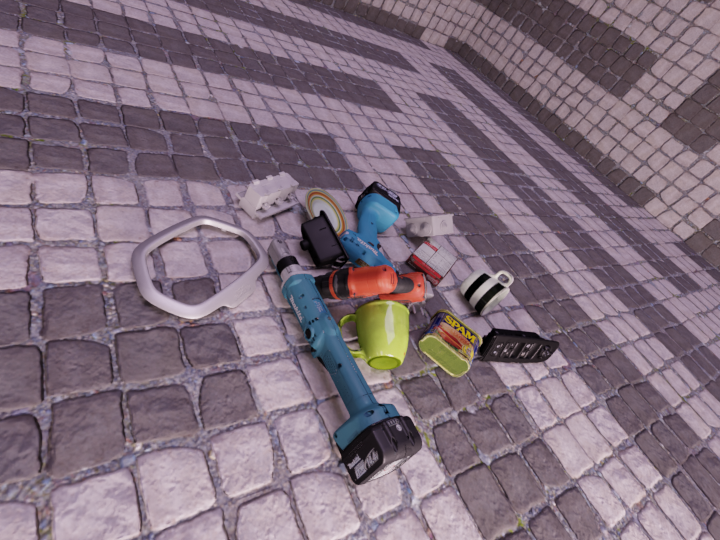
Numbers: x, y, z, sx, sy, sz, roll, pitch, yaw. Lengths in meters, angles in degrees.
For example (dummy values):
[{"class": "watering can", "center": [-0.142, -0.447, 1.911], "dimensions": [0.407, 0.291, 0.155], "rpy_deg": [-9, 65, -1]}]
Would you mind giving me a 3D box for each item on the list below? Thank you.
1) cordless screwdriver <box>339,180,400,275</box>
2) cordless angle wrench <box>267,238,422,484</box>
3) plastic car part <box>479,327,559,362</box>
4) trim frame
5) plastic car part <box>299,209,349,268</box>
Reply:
[{"class": "cordless screwdriver", "center": [0.041, -0.085, 0.951], "dimensions": [0.156, 0.075, 0.251], "rpy_deg": [34, 41, -11]}, {"class": "cordless angle wrench", "center": [-0.061, 0.100, 0.667], "dimensions": [0.071, 0.098, 0.444], "rpy_deg": [1, 43, -39]}, {"class": "plastic car part", "center": [0.326, 0.156, 0.887], "dimensions": [0.195, 0.066, 0.070], "rpy_deg": [10, 17, -23]}, {"class": "trim frame", "center": [-0.261, -0.013, 0.709], "dimensions": [0.187, 0.027, 0.245], "rpy_deg": [35, 36, 6]}, {"class": "plastic car part", "center": [-0.081, -0.053, 0.833], "dimensions": [0.069, 0.066, 0.119], "rpy_deg": [-25, 78, -22]}]
